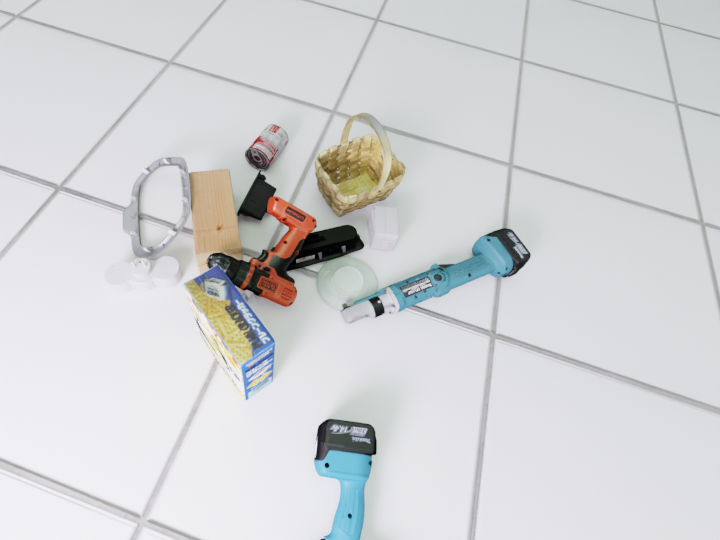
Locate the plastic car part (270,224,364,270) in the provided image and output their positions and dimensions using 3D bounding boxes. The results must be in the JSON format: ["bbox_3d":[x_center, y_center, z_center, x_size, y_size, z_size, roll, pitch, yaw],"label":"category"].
[{"bbox_3d":[-0.089,-0.058,0.912,0.198,0.065,0.069,-12,52,-17],"label":"plastic car part"}]

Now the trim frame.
[{"bbox_3d":[-0.435,-0.143,0.900,0.187,0.026,0.257,-26,62,18],"label":"trim frame"}]

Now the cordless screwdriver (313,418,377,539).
[{"bbox_3d":[-0.047,0.365,0.653,0.158,0.073,0.255,3,63,-6],"label":"cordless screwdriver"}]

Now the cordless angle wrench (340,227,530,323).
[{"bbox_3d":[0.154,0.024,0.883,0.415,0.073,0.102,-21,65,-15],"label":"cordless angle wrench"}]

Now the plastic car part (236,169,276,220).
[{"bbox_3d":[-0.228,-0.157,0.959,0.069,0.066,0.118,22,60,-12],"label":"plastic car part"}]
